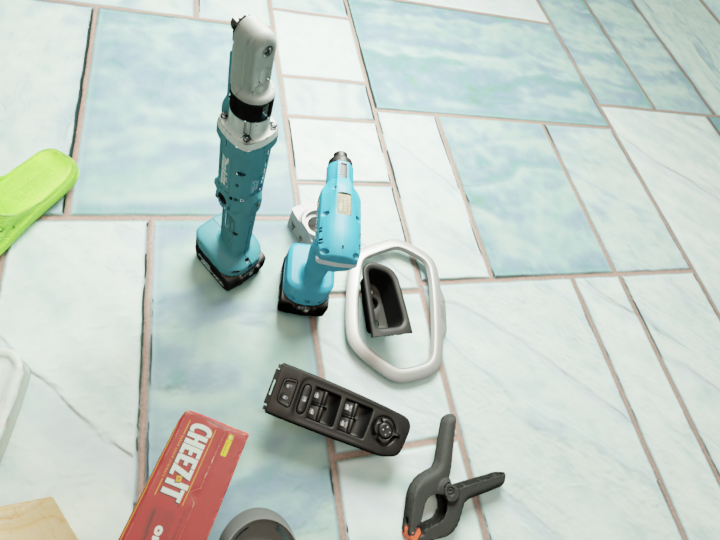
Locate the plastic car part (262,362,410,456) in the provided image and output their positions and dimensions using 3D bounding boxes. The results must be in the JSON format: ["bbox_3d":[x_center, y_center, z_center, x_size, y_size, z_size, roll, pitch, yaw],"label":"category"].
[{"bbox_3d":[-0.033,0.198,0.579,0.202,0.067,0.067,22,60,-4],"label":"plastic car part"}]

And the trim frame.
[{"bbox_3d":[0.063,0.059,0.703,0.180,0.027,0.254,8,61,-11],"label":"trim frame"}]

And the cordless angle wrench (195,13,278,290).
[{"bbox_3d":[-0.144,-0.099,0.500,0.073,0.423,0.100,-38,83,-30],"label":"cordless angle wrench"}]

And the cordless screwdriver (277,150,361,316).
[{"bbox_3d":[-0.058,-0.038,0.593,0.073,0.248,0.163,9,62,-16],"label":"cordless screwdriver"}]

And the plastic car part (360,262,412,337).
[{"bbox_3d":[0.028,0.053,0.671,0.064,0.071,0.120,-3,64,-19],"label":"plastic car part"}]
